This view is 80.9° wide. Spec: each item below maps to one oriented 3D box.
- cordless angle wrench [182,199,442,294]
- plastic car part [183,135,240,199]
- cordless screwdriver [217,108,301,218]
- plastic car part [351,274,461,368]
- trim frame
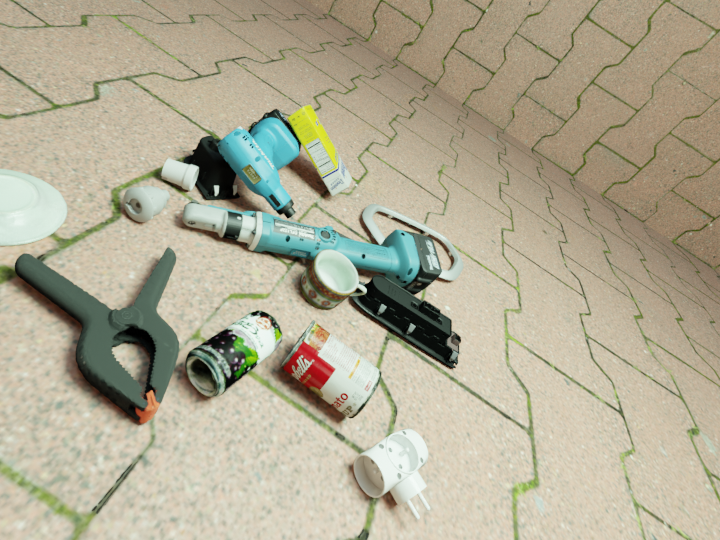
[{"bbox_3d":[-0.066,-0.043,0.673,0.407,0.075,0.101,11,52,-24],"label":"cordless angle wrench"},{"bbox_3d":[-0.243,-0.179,0.700,0.063,0.071,0.121,-11,57,-49],"label":"plastic car part"},{"bbox_3d":[-0.155,-0.195,0.750,0.154,0.075,0.254,51,18,-21],"label":"cordless screwdriver"},{"bbox_3d":[0.077,0.070,0.661,0.203,0.067,0.066,30,42,-1],"label":"plastic car part"},{"bbox_3d":[0.111,-0.062,0.879,0.242,0.027,0.189,20,37,-15],"label":"trim frame"}]
